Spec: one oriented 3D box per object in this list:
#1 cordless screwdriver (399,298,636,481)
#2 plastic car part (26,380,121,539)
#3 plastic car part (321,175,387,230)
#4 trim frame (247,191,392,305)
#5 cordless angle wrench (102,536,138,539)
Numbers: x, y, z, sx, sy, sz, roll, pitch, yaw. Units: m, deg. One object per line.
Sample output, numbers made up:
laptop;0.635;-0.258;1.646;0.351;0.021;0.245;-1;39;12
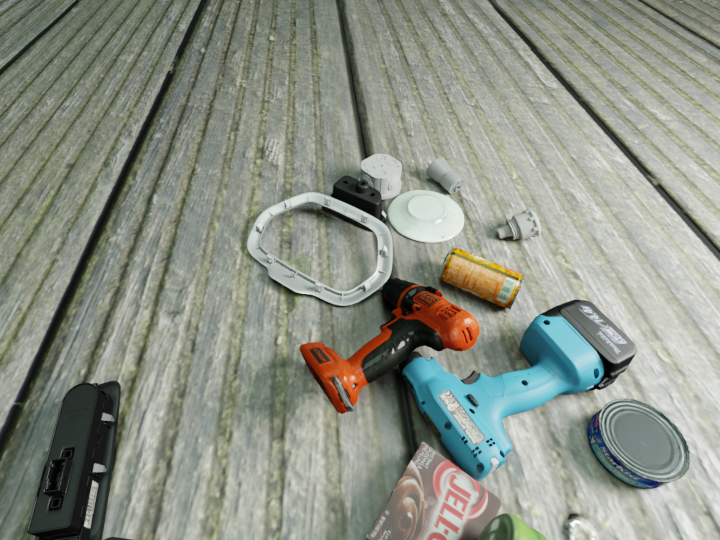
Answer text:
cordless screwdriver;0.179;0.114;0.511;0.245;0.071;0.168;-26;52;-15
plastic car part;-0.308;0.208;0.452;0.066;0.064;0.212;-13;47;-3
plastic car part;-0.004;-0.124;0.726;0.122;0.068;0.065;27;55;26
trim frame;-0.066;-0.043;0.671;0.259;0.026;0.183;29;66;22
cordless angle wrench;-0.029;0.317;0.341;0.428;0.072;0.100;8;50;6
